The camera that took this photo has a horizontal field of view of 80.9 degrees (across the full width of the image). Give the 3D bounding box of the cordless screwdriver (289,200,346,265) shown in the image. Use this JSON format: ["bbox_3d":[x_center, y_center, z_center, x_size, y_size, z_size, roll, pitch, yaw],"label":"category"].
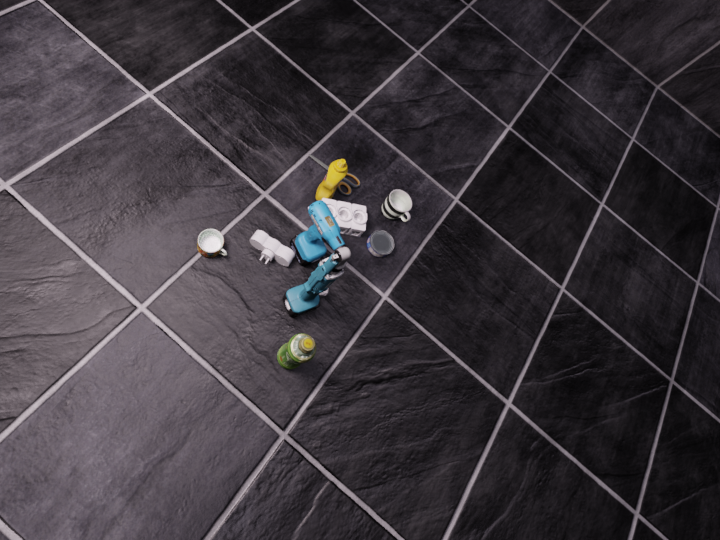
[{"bbox_3d":[-0.117,-0.076,1.195,0.072,0.250,0.162,-24,80,-27],"label":"cordless screwdriver"}]

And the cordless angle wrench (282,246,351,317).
[{"bbox_3d":[-0.105,0.028,1.056,0.095,0.426,0.076,-19,79,-26],"label":"cordless angle wrench"}]
